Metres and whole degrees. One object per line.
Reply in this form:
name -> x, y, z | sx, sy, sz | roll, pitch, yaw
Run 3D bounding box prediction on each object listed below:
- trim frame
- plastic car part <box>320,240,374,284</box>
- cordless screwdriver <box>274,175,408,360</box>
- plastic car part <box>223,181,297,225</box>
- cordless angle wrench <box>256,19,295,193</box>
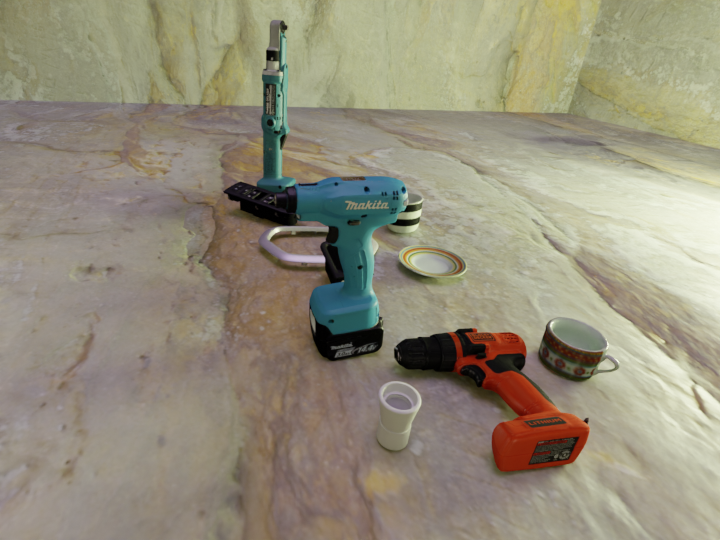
trim frame -> -0.085, -0.056, 0.871 | 0.245, 0.027, 0.191 | -2, 29, -10
plastic car part -> -0.032, 0.004, 0.724 | 0.064, 0.069, 0.122 | -5, 30, -19
cordless screwdriver -> -0.034, -0.001, 0.552 | 0.155, 0.243, 0.078 | -3, 28, -16
plastic car part -> -0.222, -0.150, 0.988 | 0.211, 0.065, 0.065 | 17, 30, 23
cordless angle wrench -> -0.199, -0.347, 0.987 | 0.100, 0.413, 0.074 | 12, 27, 11
